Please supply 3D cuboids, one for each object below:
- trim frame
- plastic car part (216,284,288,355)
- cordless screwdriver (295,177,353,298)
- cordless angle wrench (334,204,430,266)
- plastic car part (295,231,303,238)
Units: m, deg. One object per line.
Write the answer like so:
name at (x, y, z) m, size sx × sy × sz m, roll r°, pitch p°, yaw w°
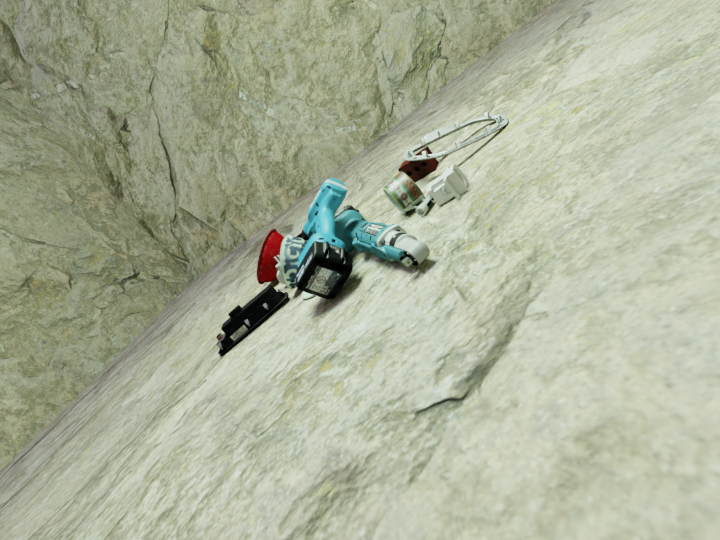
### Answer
trim frame at (0.215, -0.309, 0.970) m, size 0.248 × 0.026 × 0.191 m, roll -28°, pitch 25°, yaw -4°
plastic car part at (-0.251, 0.101, 0.954) m, size 0.203 × 0.066 × 0.067 m, roll -36°, pitch 7°, yaw 1°
cordless screwdriver at (-0.080, -0.052, 0.820) m, size 0.159 × 0.072 × 0.257 m, roll -54°, pitch 26°, yaw 37°
cordless angle wrench at (0.021, -0.061, 0.778) m, size 0.097 × 0.072 × 0.437 m, roll -41°, pitch 19°, yaw -6°
plastic car part at (-0.152, -0.082, 1.226) m, size 0.069 × 0.066 × 0.120 m, roll -30°, pitch 5°, yaw -34°
